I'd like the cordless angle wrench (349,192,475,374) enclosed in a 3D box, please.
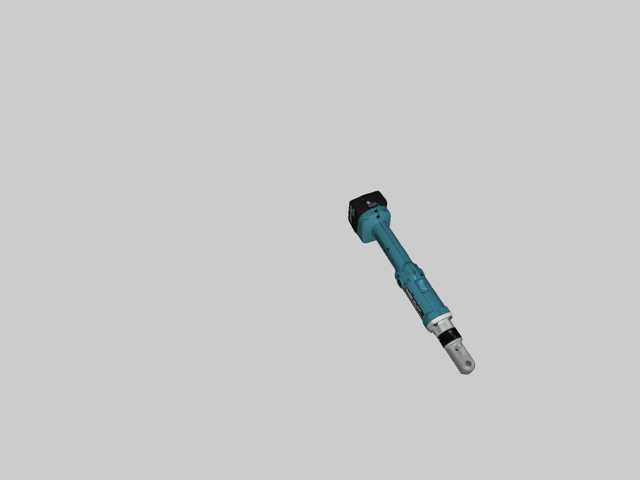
[{"bbox_3d":[0.184,0.078,0.872,0.074,0.422,0.098,-21,-31,-13],"label":"cordless angle wrench"}]
